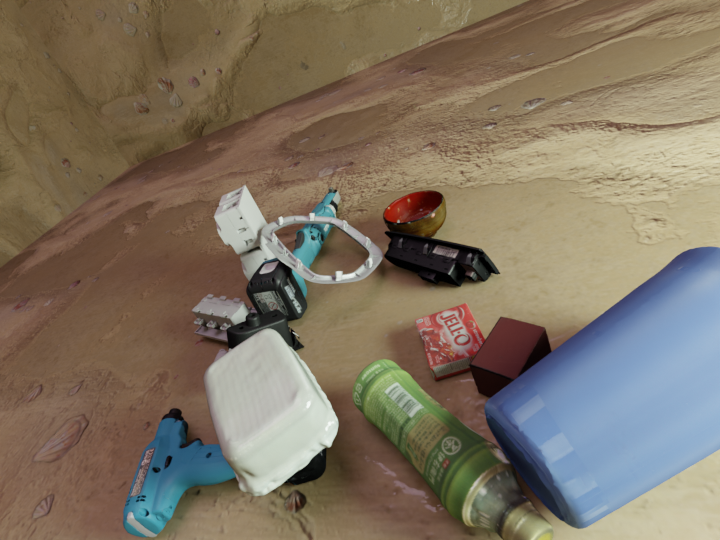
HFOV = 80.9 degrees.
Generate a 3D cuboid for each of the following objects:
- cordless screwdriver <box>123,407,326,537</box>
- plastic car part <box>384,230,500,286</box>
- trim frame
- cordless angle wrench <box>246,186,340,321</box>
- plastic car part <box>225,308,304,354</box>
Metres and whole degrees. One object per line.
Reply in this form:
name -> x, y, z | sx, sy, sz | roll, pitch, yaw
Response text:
cordless screwdriver -> -0.168, 0.211, 0.530 | 0.251, 0.071, 0.165 | -24, 32, 9
plastic car part -> 0.110, -0.017, 0.670 | 0.214, 0.063, 0.067 | 25, 85, 50
trim frame -> -0.073, -0.048, 0.746 | 0.178, 0.027, 0.263 | -17, 39, -27
cordless angle wrench -> -0.104, -0.063, 0.870 | 0.077, 0.094, 0.426 | -12, 31, 22
plastic car part -> -0.155, 0.098, 0.653 | 0.113, 0.069, 0.069 | -15, 24, -27
